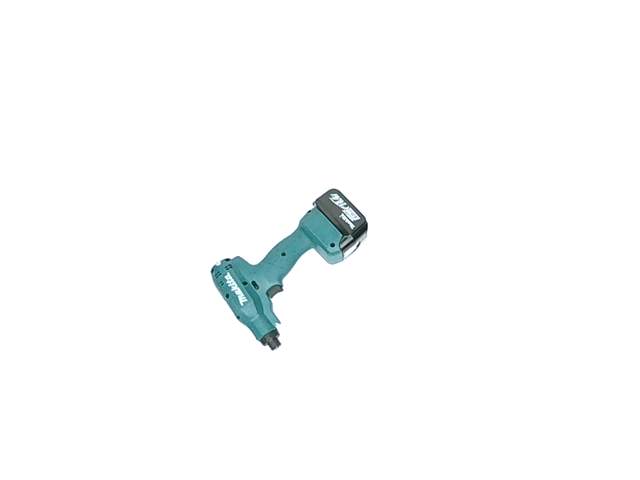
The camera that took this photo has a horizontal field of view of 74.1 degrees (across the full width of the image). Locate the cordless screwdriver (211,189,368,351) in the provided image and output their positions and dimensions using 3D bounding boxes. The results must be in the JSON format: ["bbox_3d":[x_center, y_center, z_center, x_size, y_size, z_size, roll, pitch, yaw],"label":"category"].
[{"bbox_3d":[-0.031,0.044,0.666,0.248,0.159,0.074,-35,-16,-8],"label":"cordless screwdriver"}]
